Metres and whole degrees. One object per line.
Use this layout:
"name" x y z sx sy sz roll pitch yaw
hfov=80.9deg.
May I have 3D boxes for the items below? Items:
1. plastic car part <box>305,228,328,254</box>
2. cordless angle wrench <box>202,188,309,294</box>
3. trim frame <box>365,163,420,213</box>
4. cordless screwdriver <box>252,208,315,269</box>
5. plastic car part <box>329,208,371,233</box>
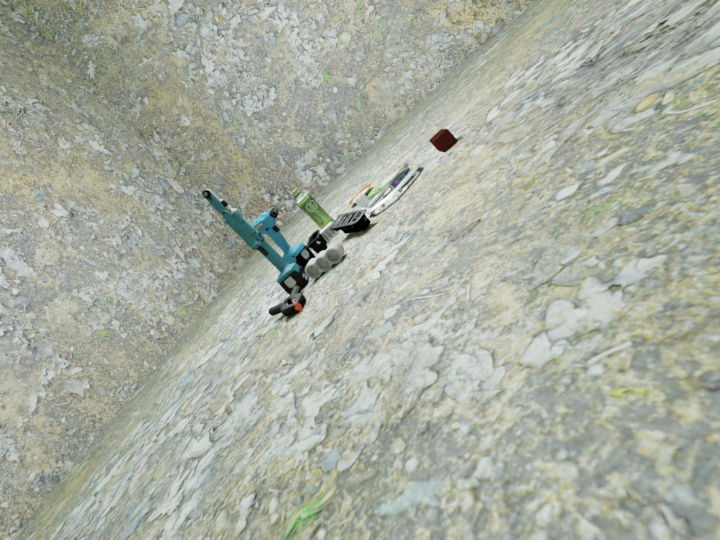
"plastic car part" -0.146 -0.095 1.490 0.066 0.069 0.118 -41 15 15
"cordless angle wrench" -0.332 -0.097 1.321 0.075 0.415 0.099 -42 10 12
"trim frame" 0.105 -0.265 1.379 0.247 0.027 0.189 -51 17 -24
"cordless screwdriver" -0.265 -0.108 1.498 0.163 0.244 0.074 -30 17 50
"plastic car part" -0.028 -0.148 1.340 0.066 0.065 0.209 -48 16 -18
